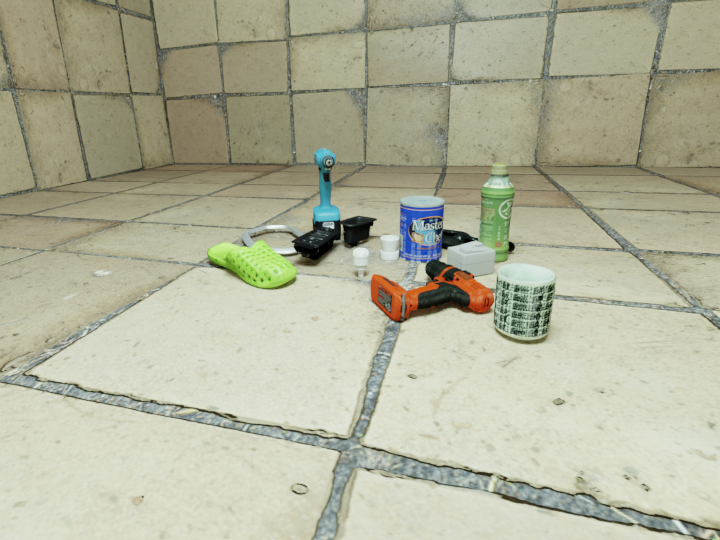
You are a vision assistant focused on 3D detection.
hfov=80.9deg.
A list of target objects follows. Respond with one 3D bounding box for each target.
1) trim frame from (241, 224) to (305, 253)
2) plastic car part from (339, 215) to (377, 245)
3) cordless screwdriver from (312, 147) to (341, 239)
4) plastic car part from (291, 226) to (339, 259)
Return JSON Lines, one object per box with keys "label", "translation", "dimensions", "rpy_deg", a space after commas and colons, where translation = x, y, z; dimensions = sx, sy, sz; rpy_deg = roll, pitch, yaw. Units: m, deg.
{"label": "trim frame", "translation": [-0.227, -0.086, 1.160], "dimensions": [0.179, 0.027, 0.261], "rpy_deg": [-11, 22, -23]}
{"label": "plastic car part", "translation": [-0.013, -0.102, 1.125], "dimensions": [0.069, 0.069, 0.113], "rpy_deg": [12, 24, 33]}
{"label": "cordless screwdriver", "translation": [-0.092, -0.203, 1.151], "dimensions": [0.073, 0.244, 0.164], "rpy_deg": [-3, 19, -10]}
{"label": "plastic car part", "translation": [-0.102, -0.067, 1.044], "dimensions": [0.068, 0.066, 0.201], "rpy_deg": [4, 21, 14]}
